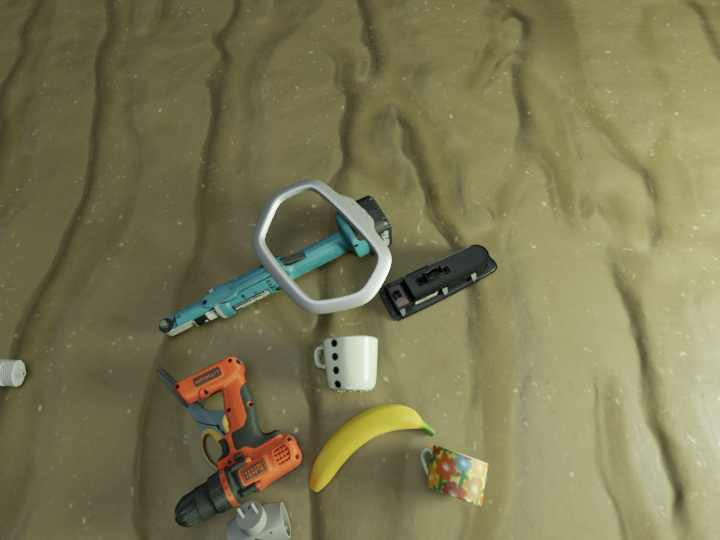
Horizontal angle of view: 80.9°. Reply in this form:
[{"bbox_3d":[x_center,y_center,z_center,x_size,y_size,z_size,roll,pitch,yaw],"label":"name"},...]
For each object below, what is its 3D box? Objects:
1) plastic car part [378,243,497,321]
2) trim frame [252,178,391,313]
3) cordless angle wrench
[{"bbox_3d":[0.134,0.007,0.708,0.201,0.064,0.069,-23,58,-8],"label":"plastic car part"},{"bbox_3d":[-0.066,-0.043,0.677,0.184,0.026,0.259,-42,66,-4],"label":"trim frame"},{"bbox_3d":[-0.149,0.007,0.730,0.422,0.094,0.077,-27,66,-3],"label":"cordless angle wrench"}]
